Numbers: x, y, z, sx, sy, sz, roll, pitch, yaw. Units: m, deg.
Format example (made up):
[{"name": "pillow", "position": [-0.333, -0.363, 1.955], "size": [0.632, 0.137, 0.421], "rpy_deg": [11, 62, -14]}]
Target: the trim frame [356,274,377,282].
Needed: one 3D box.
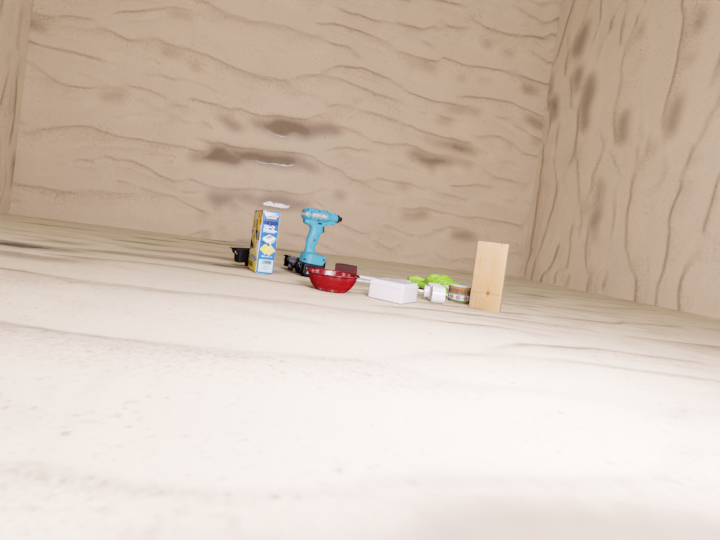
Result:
[{"name": "trim frame", "position": [-0.007, 0.032, 1.551], "size": [0.246, 0.027, 0.186], "rpy_deg": [7, 5, -6]}]

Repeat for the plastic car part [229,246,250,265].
[{"name": "plastic car part", "position": [-0.437, -0.053, 1.617], "size": [0.111, 0.071, 0.069], "rpy_deg": [5, 4, -40]}]

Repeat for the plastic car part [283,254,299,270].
[{"name": "plastic car part", "position": [-0.271, -0.033, 1.670], "size": [0.065, 0.067, 0.208], "rpy_deg": [7, 4, -16]}]

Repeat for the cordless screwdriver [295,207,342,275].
[{"name": "cordless screwdriver", "position": [-0.152, -0.099, 1.552], "size": [0.152, 0.248, 0.078], "rpy_deg": [6, 2, -30]}]
